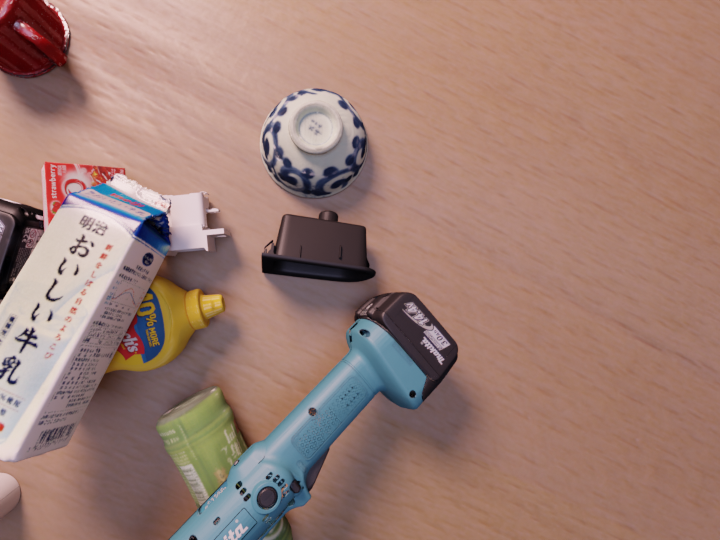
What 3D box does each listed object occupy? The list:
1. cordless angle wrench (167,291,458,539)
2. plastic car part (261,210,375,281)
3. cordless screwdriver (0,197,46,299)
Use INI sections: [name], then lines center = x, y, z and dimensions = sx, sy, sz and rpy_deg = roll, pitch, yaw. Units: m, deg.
[cordless angle wrench]
center = -0.082, 0.187, 0.366
dimensions = 0.419, 0.076, 0.097
rpy_deg = -44, 96, -19
[plastic car part]
center = -0.044, -0.029, 0.447
dimensions = 0.115, 0.066, 0.072
rpy_deg = 4, 74, -7
[cordless screwdriver]
center = -0.437, -0.060, 0.422
dimensions = 0.249, 0.074, 0.159
rpy_deg = 10, 87, 1
